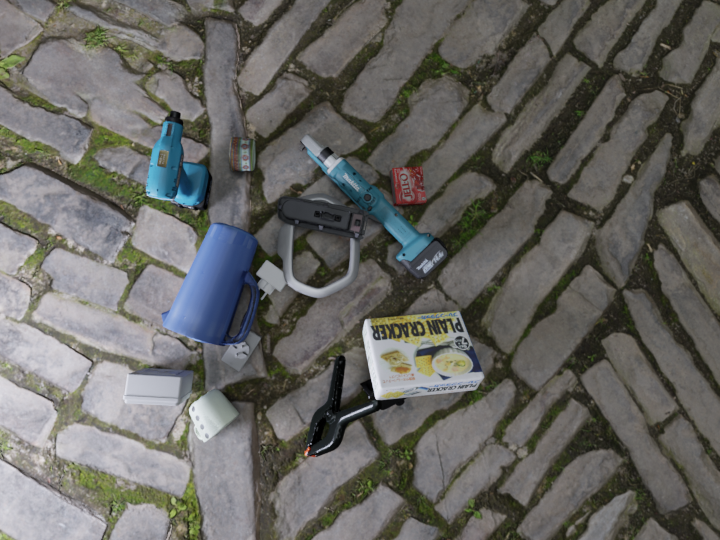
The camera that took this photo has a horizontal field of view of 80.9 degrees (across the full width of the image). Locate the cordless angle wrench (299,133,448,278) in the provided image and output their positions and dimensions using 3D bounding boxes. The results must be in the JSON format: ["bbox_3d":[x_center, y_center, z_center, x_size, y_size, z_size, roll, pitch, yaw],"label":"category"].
[{"bbox_3d":[0.018,-0.162,0.965,0.098,0.073,0.428,-45,83,8],"label":"cordless angle wrench"}]

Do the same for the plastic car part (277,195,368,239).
[{"bbox_3d":[-0.087,-0.117,0.916,0.206,0.066,0.066,12,96,7],"label":"plastic car part"}]

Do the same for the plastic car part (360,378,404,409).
[{"bbox_3d":[0.069,0.262,0.921,0.115,0.068,0.070,-20,102,-11],"label":"plastic car part"}]

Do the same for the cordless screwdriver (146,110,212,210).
[{"bbox_3d":[-0.359,-0.207,0.853,0.073,0.251,0.159,9,89,-8],"label":"cordless screwdriver"}]

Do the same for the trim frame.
[{"bbox_3d":[-0.092,-0.060,0.944,0.182,0.027,0.253,3,71,-7],"label":"trim frame"}]
